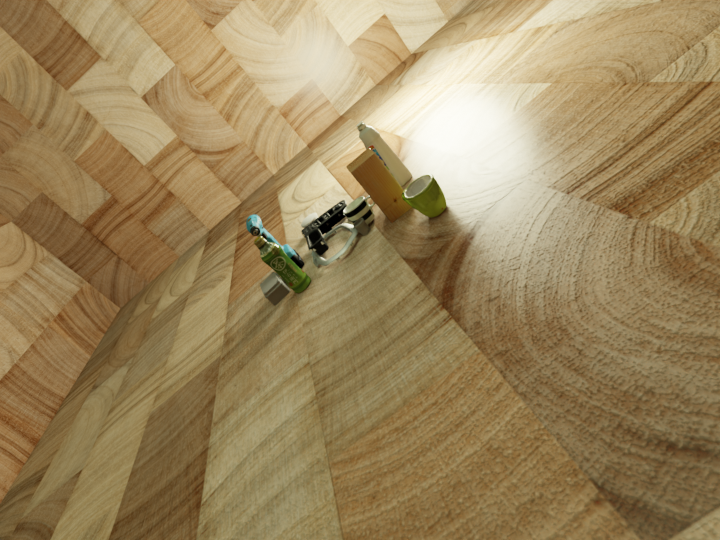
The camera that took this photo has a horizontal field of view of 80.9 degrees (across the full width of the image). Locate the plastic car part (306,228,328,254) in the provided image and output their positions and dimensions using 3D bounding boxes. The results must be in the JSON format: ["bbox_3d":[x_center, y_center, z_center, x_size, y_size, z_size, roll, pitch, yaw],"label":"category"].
[{"bbox_3d":[-0.142,-0.093,1.456,0.066,0.068,0.121,-39,25,6],"label":"plastic car part"}]

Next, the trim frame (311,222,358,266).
[{"bbox_3d":[-0.092,-0.087,1.423,0.184,0.026,0.259,-44,26,-4],"label":"trim frame"}]

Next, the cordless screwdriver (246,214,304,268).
[{"bbox_3d":[-0.301,-0.084,1.467,0.074,0.239,0.165,-41,23,2],"label":"cordless screwdriver"}]

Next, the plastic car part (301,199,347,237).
[{"bbox_3d":[-0.122,-0.180,1.564,0.203,0.064,0.069,-41,24,2],"label":"plastic car part"}]
